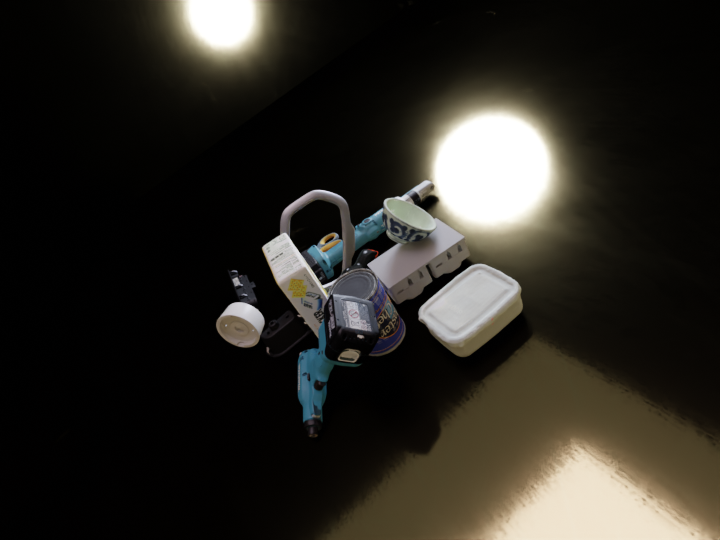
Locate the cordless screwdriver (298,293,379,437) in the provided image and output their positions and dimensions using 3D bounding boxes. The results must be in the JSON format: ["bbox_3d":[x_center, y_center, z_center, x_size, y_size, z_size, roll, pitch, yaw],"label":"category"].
[{"bbox_3d":[-0.051,0.164,0.721,0.165,0.072,0.247,-96,27,-42],"label":"cordless screwdriver"}]

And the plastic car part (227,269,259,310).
[{"bbox_3d":[-0.315,0.064,1.154,0.066,0.064,0.213,-12,30,-17],"label":"plastic car part"}]

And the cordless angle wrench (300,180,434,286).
[{"bbox_3d":[0.023,-0.107,1.088,0.420,0.071,0.103,-36,35,-9],"label":"cordless angle wrench"}]

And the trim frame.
[{"bbox_3d":[-0.097,-0.063,0.990,0.180,0.246,0.028,-5,8,-14],"label":"trim frame"}]

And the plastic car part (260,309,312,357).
[{"bbox_3d":[-0.174,0.135,0.947,0.115,0.068,0.069,-37,33,-12],"label":"plastic car part"}]
